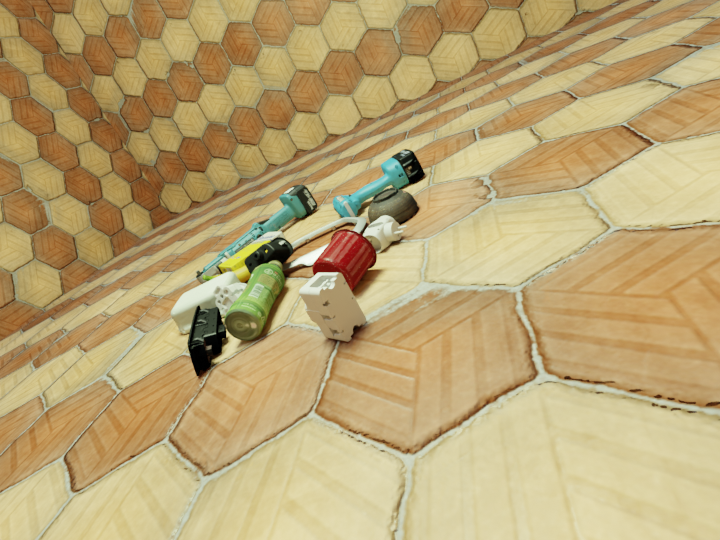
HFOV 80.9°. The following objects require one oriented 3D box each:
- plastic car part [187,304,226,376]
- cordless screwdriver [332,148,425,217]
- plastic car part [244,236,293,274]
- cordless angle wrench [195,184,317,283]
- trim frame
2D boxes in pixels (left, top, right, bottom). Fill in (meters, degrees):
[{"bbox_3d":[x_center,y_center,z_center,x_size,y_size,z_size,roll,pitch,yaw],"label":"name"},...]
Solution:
[{"bbox_3d":[-0.291,0.115,0.806,0.066,0.064,0.211,-23,21,-13],"label":"plastic car part"},{"bbox_3d":[0.036,-0.230,1.135,0.249,0.072,0.165,-33,22,-1],"label":"cordless screwdriver"},{"bbox_3d":[-0.215,-0.030,0.945,0.118,0.068,0.068,-39,-15,29],"label":"plastic car part"},{"bbox_3d":[-0.310,-0.103,1.258,0.419,0.094,0.078,-43,24,-22],"label":"cordless angle wrench"},{"bbox_3d":[-0.098,-0.064,1.001,0.251,0.027,0.188,-24,22,7],"label":"trim frame"}]
